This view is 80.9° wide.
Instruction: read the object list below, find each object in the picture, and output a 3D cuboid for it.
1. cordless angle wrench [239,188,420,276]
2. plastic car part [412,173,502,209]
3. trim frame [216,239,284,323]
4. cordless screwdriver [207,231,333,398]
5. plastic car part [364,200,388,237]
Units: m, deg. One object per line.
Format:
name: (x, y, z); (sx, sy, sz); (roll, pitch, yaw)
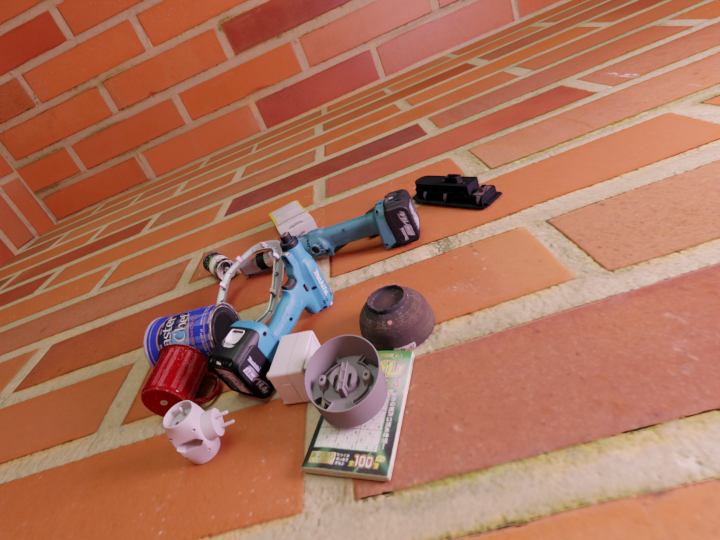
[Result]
cordless angle wrench: (-0.088, -0.058, 0.904); (0.435, 0.094, 0.075); (-16, 32, 23)
plastic car part: (0.189, -0.173, 0.906); (0.066, 0.064, 0.214); (-46, 32, -22)
trim frame: (-0.227, 0.031, 0.864); (0.188, 0.026, 0.257); (-24, 41, 19)
cordless screwdriver: (-0.141, 0.064, 0.677); (0.078, 0.153, 0.248); (-3, 37, 36)
plastic car part: (0.051, -0.123, 0.937); (0.117, 0.065, 0.072); (-27, 13, 3)
